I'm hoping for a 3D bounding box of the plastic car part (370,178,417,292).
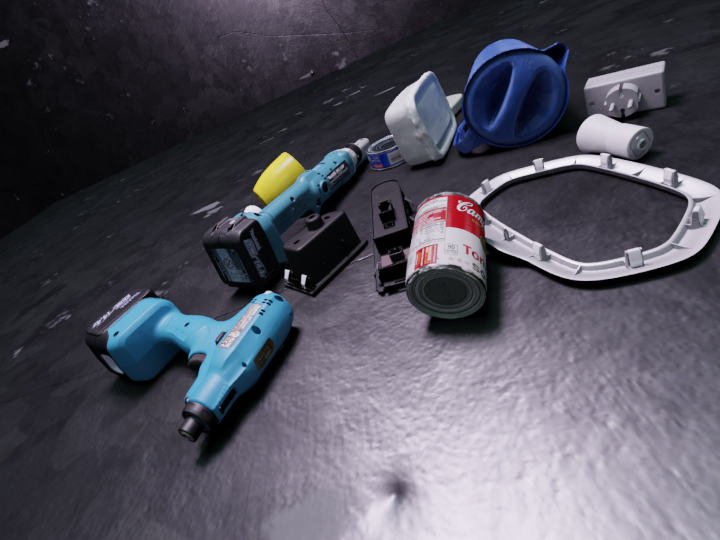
[{"bbox_3d":[0.037,-0.057,0.514,0.067,0.064,0.207,-25,26,16],"label":"plastic car part"}]

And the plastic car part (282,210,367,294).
[{"bbox_3d":[-0.052,-0.034,0.535,0.069,0.068,0.115,13,50,48],"label":"plastic car part"}]

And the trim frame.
[{"bbox_3d":[0.207,-0.066,0.424,0.184,0.026,0.259,-28,31,0],"label":"trim frame"}]

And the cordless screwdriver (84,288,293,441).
[{"bbox_3d":[-0.206,0.090,0.460,0.259,0.071,0.159,-2,37,30],"label":"cordless screwdriver"}]

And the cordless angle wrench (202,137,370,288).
[{"bbox_3d":[-0.079,-0.130,0.691,0.078,0.094,0.420,-1,35,33],"label":"cordless angle wrench"}]
